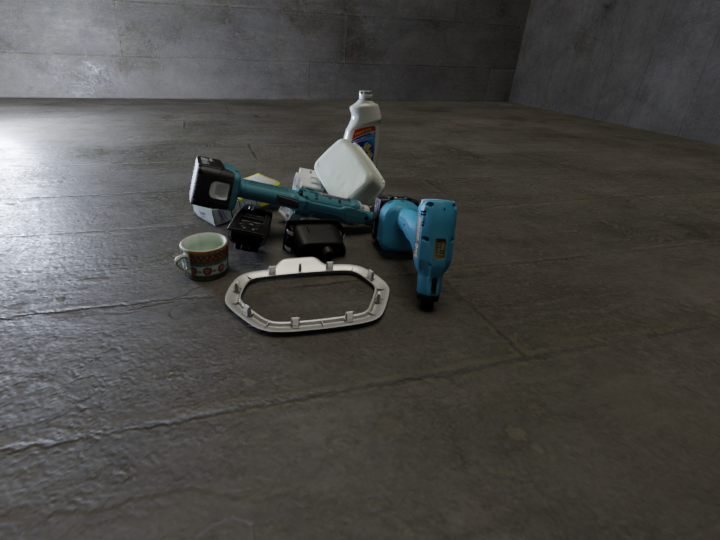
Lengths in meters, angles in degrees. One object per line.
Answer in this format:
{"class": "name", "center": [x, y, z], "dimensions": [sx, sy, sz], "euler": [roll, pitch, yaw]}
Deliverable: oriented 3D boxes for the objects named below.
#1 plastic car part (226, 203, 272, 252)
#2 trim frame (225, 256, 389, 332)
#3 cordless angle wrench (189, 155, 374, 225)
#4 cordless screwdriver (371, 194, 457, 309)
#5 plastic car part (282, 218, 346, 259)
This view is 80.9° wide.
{"class": "plastic car part", "center": [-0.197, -0.076, 0.773], "dimensions": [0.065, 0.066, 0.209], "euler": [3, 24, -9]}
{"class": "trim frame", "center": [-0.076, 0.030, 0.633], "dimensions": [0.244, 0.027, 0.192], "euler": [-7, 29, -13]}
{"class": "cordless angle wrench", "center": [-0.106, -0.131, 0.814], "dimensions": [0.408, 0.073, 0.102], "euler": [9, 20, -22]}
{"class": "cordless screwdriver", "center": [0.082, -0.046, 0.701], "dimensions": [0.073, 0.157, 0.255], "euler": [2, 12, -12]}
{"class": "plastic car part", "center": [-0.074, -0.048, 0.752], "dimensions": [0.113, 0.065, 0.074], "euler": [-3, 43, -18]}
